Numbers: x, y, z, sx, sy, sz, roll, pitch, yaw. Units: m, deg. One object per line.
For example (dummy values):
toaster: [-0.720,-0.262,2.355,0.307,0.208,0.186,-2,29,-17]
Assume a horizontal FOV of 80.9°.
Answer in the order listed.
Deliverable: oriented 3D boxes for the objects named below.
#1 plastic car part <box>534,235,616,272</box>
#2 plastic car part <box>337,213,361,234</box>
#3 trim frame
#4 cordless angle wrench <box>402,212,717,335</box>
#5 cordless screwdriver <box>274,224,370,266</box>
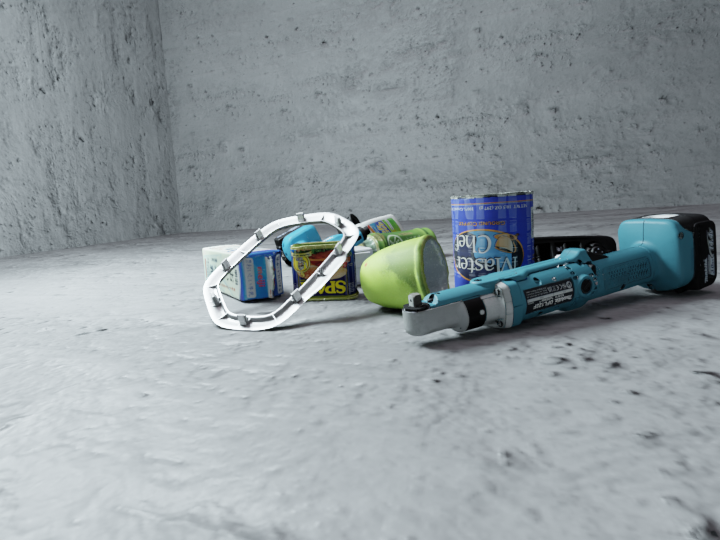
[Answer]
plastic car part: [0.315,-0.018,0.701,0.204,0.068,0.065,-5,-19,3]
plastic car part: [-0.024,-0.083,1.106,0.072,0.117,0.064,-27,-3,22]
trim frame: [-0.109,-0.013,0.586,0.194,0.026,0.246,15,47,32]
cordless angle wrench: [0.233,0.012,0.479,0.412,0.097,0.077,-12,9,-20]
cordless screwdriver: [-0.092,-0.060,0.938,0.157,0.072,0.259,-32,20,-17]
